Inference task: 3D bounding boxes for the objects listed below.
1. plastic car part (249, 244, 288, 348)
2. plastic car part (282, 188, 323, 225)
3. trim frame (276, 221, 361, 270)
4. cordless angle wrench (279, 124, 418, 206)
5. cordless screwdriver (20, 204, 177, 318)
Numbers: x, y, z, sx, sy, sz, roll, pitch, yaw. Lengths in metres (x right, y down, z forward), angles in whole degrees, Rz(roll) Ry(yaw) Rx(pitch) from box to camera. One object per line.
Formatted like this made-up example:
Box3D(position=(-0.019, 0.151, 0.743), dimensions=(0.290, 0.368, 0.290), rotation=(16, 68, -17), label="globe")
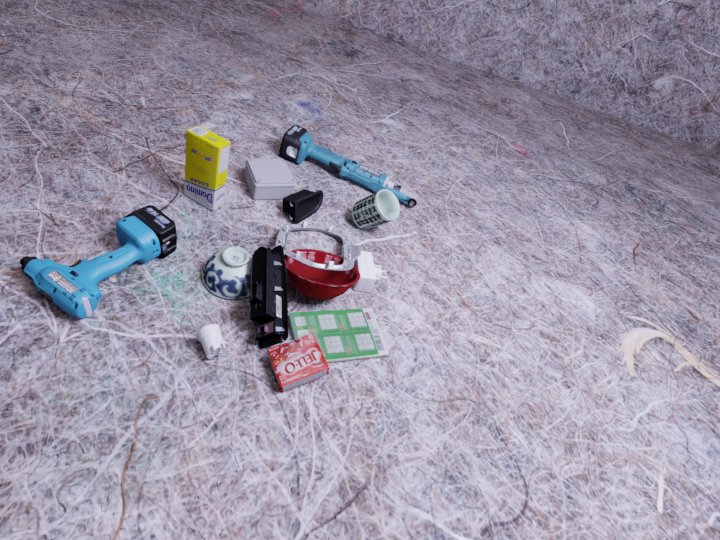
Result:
Box3D(position=(-0.177, 0.036, 0.786), dimensions=(0.063, 0.068, 0.210), rotation=(32, 40, -40), label="plastic car part")
Box3D(position=(-0.153, -0.171, 1.061), dimensions=(0.074, 0.064, 0.114), rotation=(22, 37, 22), label="plastic car part")
Box3D(position=(-0.091, -0.059, 0.929), dimensions=(0.183, 0.027, 0.254), rotation=(13, 21, -6), label="trim frame")
Box3D(position=(-0.029, -0.290, 1.220), dimensions=(0.428, 0.073, 0.098), rotation=(27, 42, 5), label="cordless angle wrench")
Box3D(position=(-0.477, -0.035, 0.788), dimensions=(0.163, 0.073, 0.247), rotation=(29, 47, 11), label="cordless screwdriver")
